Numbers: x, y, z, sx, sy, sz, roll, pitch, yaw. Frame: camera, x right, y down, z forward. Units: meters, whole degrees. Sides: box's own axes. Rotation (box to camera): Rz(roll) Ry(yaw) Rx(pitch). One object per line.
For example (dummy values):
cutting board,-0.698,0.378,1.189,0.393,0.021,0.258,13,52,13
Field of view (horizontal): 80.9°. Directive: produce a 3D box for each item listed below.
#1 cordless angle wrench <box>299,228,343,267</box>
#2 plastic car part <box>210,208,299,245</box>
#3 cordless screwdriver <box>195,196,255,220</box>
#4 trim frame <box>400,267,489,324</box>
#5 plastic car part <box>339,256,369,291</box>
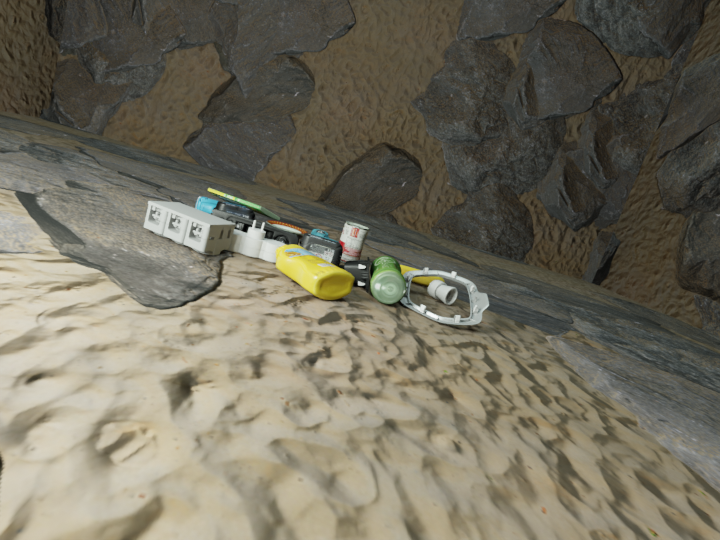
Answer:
cordless angle wrench,-0.107,-0.070,1.099,0.097,0.074,0.429,16,9,-8
plastic car part,-0.241,-0.078,0.955,0.202,0.066,0.067,16,-4,-3
cordless screwdriver,-0.330,-0.140,1.097,0.152,0.074,0.261,11,9,-31
trim frame,0.177,0.048,0.912,0.188,0.027,0.248,12,23,9
plastic car part,-0.013,0.001,0.931,0.071,0.065,0.117,3,8,-1
